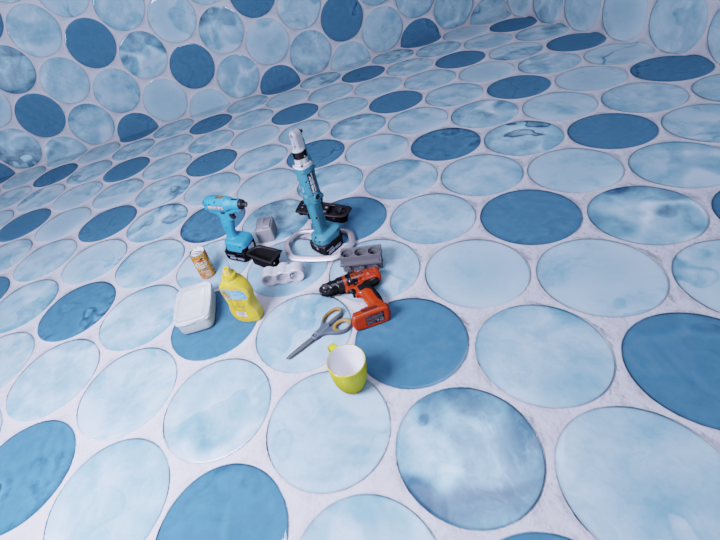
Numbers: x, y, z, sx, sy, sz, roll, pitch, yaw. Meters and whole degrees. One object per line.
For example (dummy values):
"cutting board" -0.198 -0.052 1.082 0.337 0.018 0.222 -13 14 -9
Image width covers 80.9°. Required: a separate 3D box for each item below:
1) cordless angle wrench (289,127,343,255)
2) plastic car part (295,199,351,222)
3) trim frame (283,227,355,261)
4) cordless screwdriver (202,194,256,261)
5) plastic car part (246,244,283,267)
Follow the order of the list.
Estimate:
"cordless angle wrench" -0.145 -0.228 1.272 0.079 0.405 0.096 26 54 38
"plastic car part" -0.128 -0.203 1.500 0.211 0.064 0.066 7 45 26
"trim frame" -0.138 -0.090 1.407 0.255 0.026 0.187 -2 43 17
"cordless screwdriver" -0.408 -0.141 1.397 0.166 0.238 0.074 6 44 24
"plastic car part" -0.308 -0.035 1.374 0.122 0.068 0.065 13 48 31
